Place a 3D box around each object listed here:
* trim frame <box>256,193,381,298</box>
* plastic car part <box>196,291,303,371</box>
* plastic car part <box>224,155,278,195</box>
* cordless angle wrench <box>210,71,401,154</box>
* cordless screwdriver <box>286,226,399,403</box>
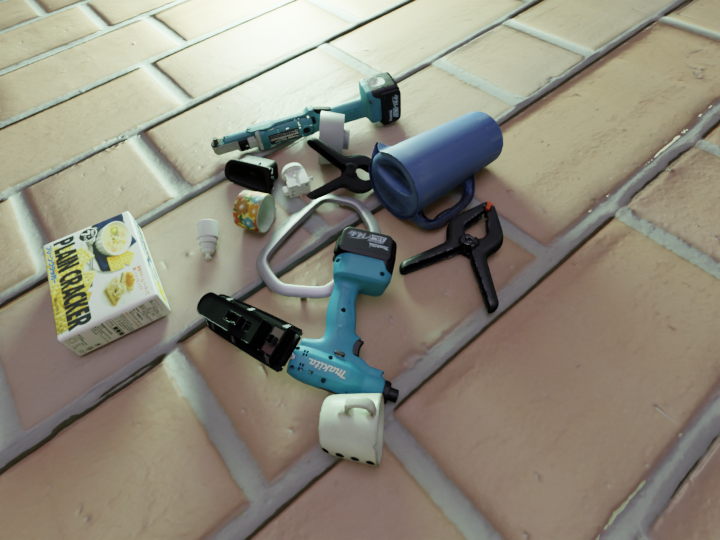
[{"bbox_3d":[-0.075,-0.049,0.764,0.192,0.026,0.247,29,64,22],"label":"trim frame"},{"bbox_3d":[-0.183,0.080,0.634,0.214,0.063,0.066,16,77,42],"label":"plastic car part"},{"bbox_3d":[-0.218,-0.210,0.879,0.121,0.064,0.070,22,44,22],"label":"plastic car part"},{"bbox_3d":[-0.123,-0.328,0.937,0.422,0.094,0.077,-17,56,-1],"label":"cordless angle wrench"},{"bbox_3d":[0.003,0.065,0.640,0.161,0.073,0.251,16,65,5],"label":"cordless screwdriver"}]
